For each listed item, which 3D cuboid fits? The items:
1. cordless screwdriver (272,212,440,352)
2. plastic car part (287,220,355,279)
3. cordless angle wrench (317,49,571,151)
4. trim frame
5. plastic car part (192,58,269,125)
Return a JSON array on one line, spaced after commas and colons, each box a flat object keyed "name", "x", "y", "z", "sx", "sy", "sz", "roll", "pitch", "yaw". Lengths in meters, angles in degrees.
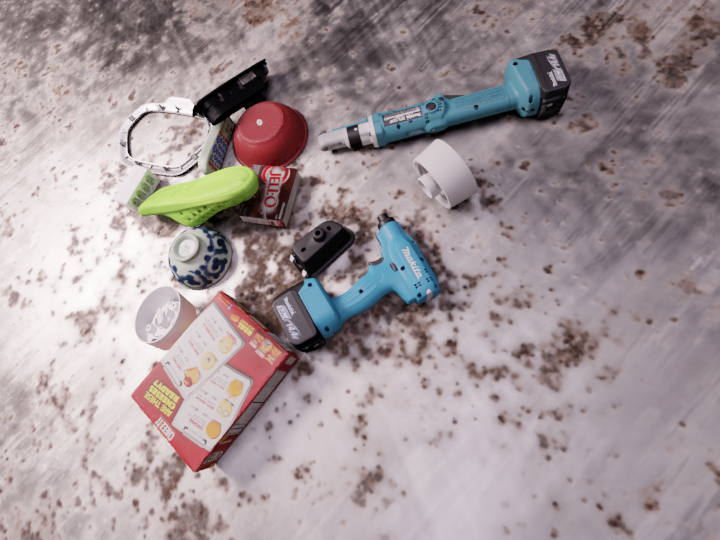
[{"name": "cordless screwdriver", "x": -0.019, "y": 0.017, "z": 0.675, "sx": 0.248, "sy": 0.072, "sz": 0.165, "roll": -26, "pitch": 66, "yaw": -1}, {"name": "plastic car part", "x": -0.069, "y": -0.045, "z": 0.710, "sx": 0.116, "sy": 0.068, "sz": 0.068, "roll": -41, "pitch": 70, "yaw": -1}, {"name": "cordless angle wrench", "x": 0.128, "y": -0.277, "z": 0.751, "sx": 0.430, "sy": 0.071, "sz": 0.100, "roll": -12, "pitch": 69, "yaw": 12}, {"name": "trim frame", "x": -0.422, "y": -0.293, "z": 0.911, "sx": 0.257, "sy": 0.026, "sz": 0.185, "roll": 14, "pitch": 73, "yaw": 20}, {"name": "plastic car part", "x": -0.251, "y": -0.347, "z": 0.844, "sx": 0.065, "sy": 0.069, "sz": 0.200, "roll": 54, "pitch": 55, "yaw": -15}]
